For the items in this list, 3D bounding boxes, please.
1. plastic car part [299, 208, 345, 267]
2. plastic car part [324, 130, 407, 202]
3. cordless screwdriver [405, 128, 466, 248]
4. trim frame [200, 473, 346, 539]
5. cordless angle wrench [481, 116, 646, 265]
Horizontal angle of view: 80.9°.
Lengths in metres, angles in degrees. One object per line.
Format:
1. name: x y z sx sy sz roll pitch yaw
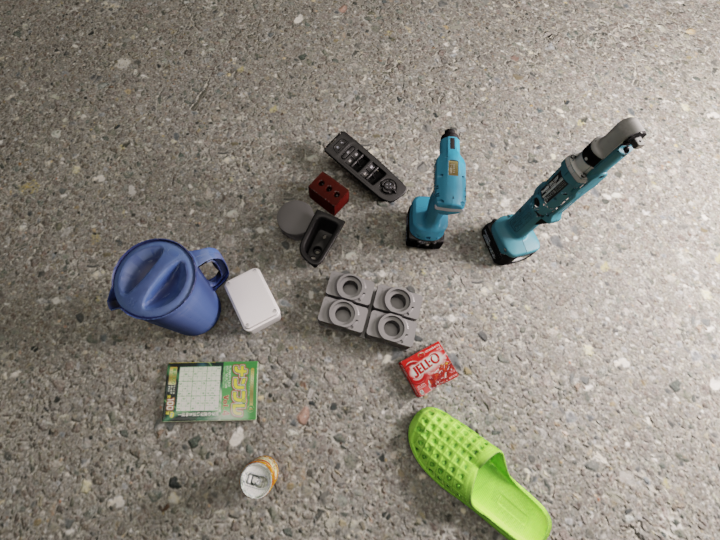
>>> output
1. plastic car part: -0.087 -0.057 0.888 0.067 0.069 0.117 24 71 6
2. plastic car part: 0.011 -0.220 0.950 0.209 0.065 0.066 42 74 14
3. cordless screwdriver: 0.147 -0.146 0.825 0.074 0.244 0.162 6 71 -2
4. trim frame: -0.148 0.451 0.719 0.249 0.027 0.188 2 69 2
5. cordless angle wrench: 0.325 -0.120 0.721 0.074 0.415 0.100 -14 74 -9
